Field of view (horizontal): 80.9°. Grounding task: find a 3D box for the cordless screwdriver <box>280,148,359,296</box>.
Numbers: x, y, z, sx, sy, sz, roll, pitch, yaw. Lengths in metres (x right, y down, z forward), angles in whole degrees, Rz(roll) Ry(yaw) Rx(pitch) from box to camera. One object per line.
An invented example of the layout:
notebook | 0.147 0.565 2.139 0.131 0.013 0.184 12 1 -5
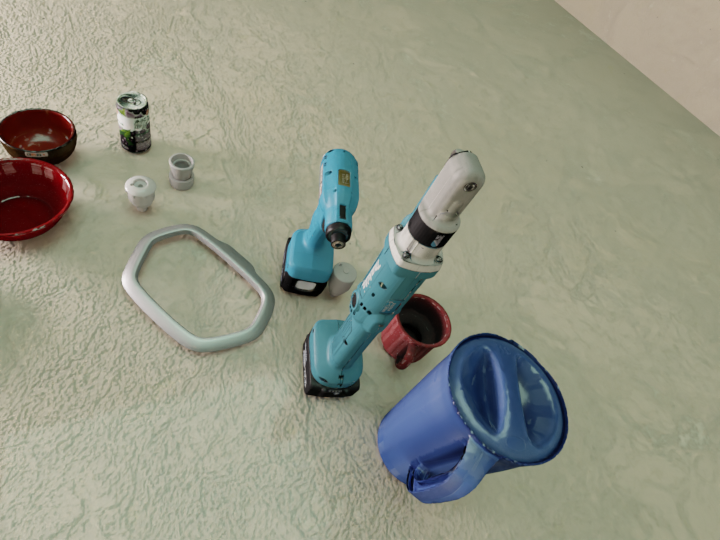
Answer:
cordless screwdriver | -0.061 -0.040 0.629 0.073 0.247 0.164 11 52 -16

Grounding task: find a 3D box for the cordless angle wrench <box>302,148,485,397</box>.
cordless angle wrench | 0.017 0.035 0.483 0.072 0.420 0.101 7 53 -19

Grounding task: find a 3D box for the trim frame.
trim frame | -0.249 0.021 0.661 0.254 0.027 0.182 36 51 11
